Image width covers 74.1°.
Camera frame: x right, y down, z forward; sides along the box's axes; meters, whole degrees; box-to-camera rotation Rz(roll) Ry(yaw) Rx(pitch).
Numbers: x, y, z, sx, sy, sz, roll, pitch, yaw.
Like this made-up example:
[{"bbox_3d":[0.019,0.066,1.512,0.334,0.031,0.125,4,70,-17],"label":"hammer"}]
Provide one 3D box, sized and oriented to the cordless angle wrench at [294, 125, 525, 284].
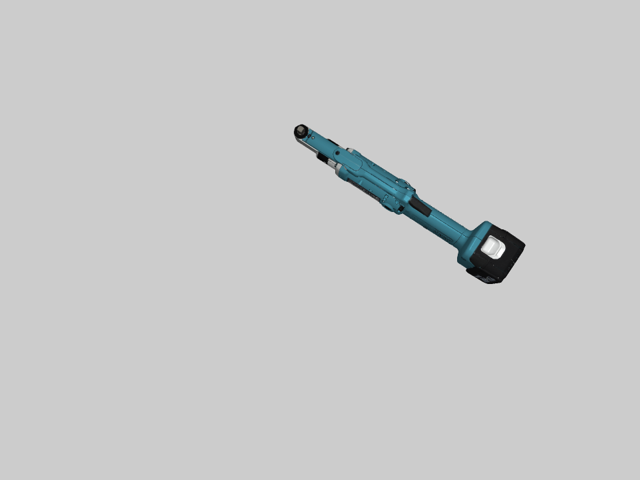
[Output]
[{"bbox_3d":[0.130,-0.075,0.719,0.423,0.074,0.098,34,-4,9],"label":"cordless angle wrench"}]
